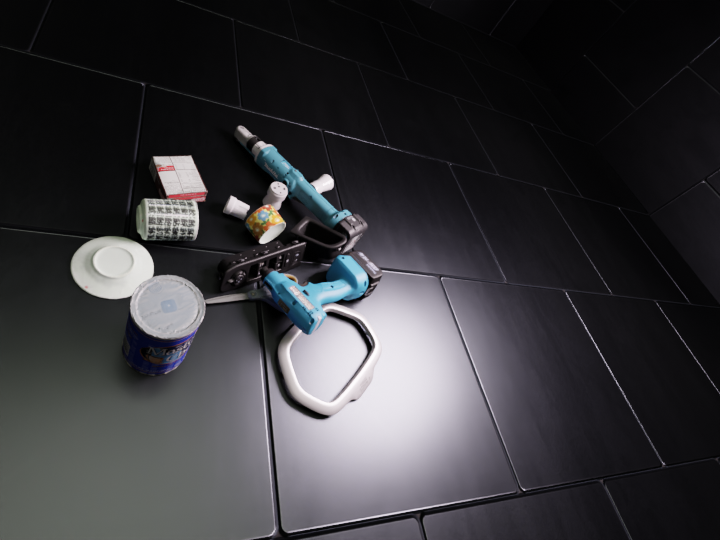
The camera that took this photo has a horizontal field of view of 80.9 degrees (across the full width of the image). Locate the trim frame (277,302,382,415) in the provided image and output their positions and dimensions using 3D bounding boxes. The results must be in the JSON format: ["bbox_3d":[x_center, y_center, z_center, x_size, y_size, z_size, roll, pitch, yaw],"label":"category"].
[{"bbox_3d":[-0.054,0.162,0.817,0.187,0.027,0.245,40,43,6],"label":"trim frame"}]

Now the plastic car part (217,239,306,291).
[{"bbox_3d":[-0.205,-0.019,0.854,0.070,0.066,0.197,43,44,19],"label":"plastic car part"}]

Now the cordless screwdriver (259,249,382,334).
[{"bbox_3d":[-0.078,0.021,0.868,0.165,0.074,0.241,42,39,20],"label":"cordless screwdriver"}]

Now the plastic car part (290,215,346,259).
[{"bbox_3d":[-0.092,-0.060,0.943,0.120,0.069,0.065,28,51,16],"label":"plastic car part"}]

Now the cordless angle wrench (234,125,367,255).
[{"bbox_3d":[-0.165,-0.213,1.021,0.435,0.098,0.072,45,41,15],"label":"cordless angle wrench"}]
